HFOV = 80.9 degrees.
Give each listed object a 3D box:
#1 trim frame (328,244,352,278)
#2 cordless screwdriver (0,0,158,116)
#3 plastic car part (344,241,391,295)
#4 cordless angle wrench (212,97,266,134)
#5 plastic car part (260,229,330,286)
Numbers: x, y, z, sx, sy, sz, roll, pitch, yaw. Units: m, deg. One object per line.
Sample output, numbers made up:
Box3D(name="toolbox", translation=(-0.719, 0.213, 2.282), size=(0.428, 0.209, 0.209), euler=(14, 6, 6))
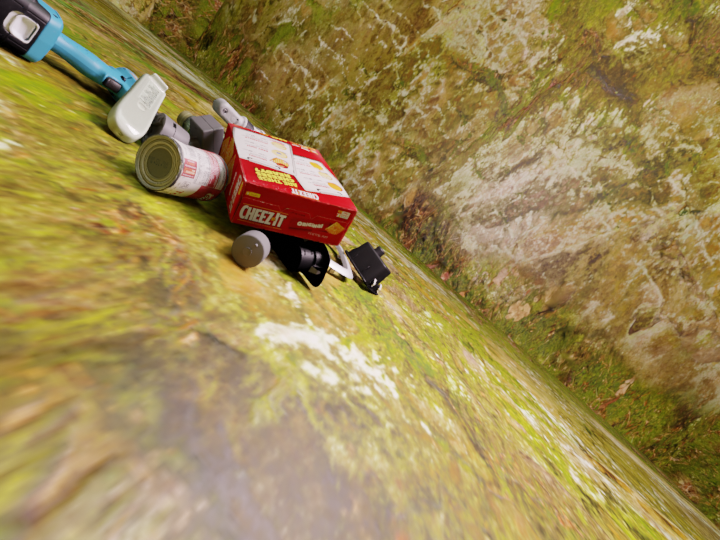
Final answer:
Box3D(name="trim frame", translation=(-0.084, -0.055, 0.860), size=(0.179, 0.027, 0.256), euler=(36, 9, -18))
Box3D(name="cordless screwdriver", translation=(-0.412, -0.305, 0.617), size=(0.167, 0.074, 0.236), euler=(46, 8, 28))
Box3D(name="plastic car part", translation=(0.021, -0.018, 0.887), size=(0.122, 0.071, 0.062), euler=(61, 9, 31))
Box3D(name="cordless angle wrench", translation=(-0.168, -0.214, 0.900), size=(0.103, 0.074, 0.400), euler=(47, 2, 33))
Box3D(name="plastic car part", translation=(-0.115, -0.058, 0.648), size=(0.063, 0.066, 0.214), euler=(16, 25, -51))
